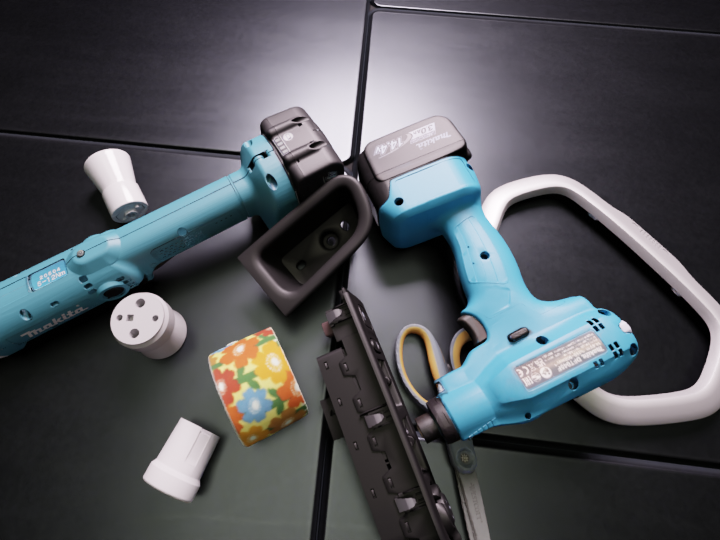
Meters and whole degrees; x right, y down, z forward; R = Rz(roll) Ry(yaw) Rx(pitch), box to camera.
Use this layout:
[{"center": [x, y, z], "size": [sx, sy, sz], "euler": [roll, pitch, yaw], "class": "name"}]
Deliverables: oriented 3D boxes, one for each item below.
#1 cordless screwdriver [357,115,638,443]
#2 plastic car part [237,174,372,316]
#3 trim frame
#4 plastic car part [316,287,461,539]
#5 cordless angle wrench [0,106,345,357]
[{"center": [0.069, -0.001, 0.349], "size": [0.159, 0.071, 0.259], "euler": [-27, 64, -2], "class": "cordless screwdriver"}, {"center": [-0.036, -0.024, 0.371], "size": [0.116, 0.070, 0.067], "euler": [-41, 83, 1], "class": "plastic car part"}, {"center": [0.209, 0.015, 0.380], "size": [0.182, 0.027, 0.258], "euler": [-35, 69, -13], "class": "trim frame"}, {"center": [0.012, 0.117, 0.316], "size": [0.067, 0.064, 0.210], "euler": [-26, 69, -2], "class": "plastic car part"}, {"center": [-0.213, -0.003, 0.357], "size": [0.419, 0.095, 0.077], "euler": [-29, 69, -9], "class": "cordless angle wrench"}]
